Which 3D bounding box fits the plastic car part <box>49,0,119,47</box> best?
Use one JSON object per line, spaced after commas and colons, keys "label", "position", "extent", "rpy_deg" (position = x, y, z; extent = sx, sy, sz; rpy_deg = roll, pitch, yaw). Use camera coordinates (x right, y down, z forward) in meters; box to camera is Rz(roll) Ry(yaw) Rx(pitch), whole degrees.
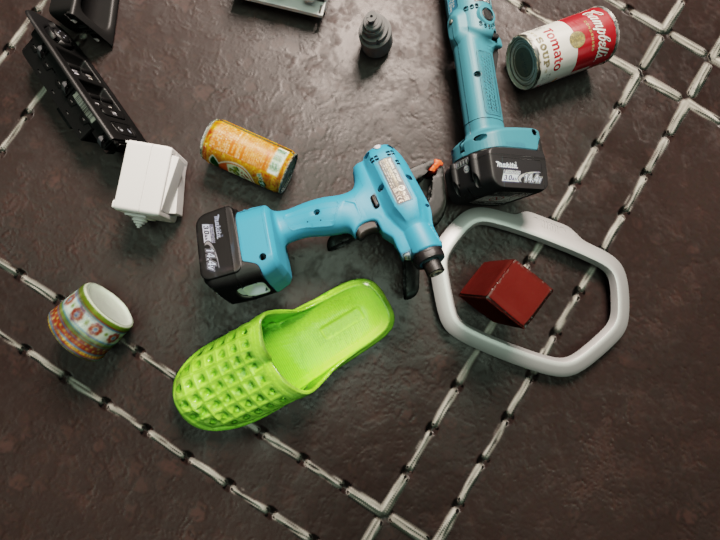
{"label": "plastic car part", "position": [-0.350, -0.349, 0.529], "extent": [0.072, 0.064, 0.117], "rpy_deg": [0, 82, 11]}

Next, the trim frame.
{"label": "trim frame", "position": [0.203, 0.021, 0.512], "extent": [0.250, 0.027, 0.184], "rpy_deg": [20, 86, 3]}

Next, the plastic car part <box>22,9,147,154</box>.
{"label": "plastic car part", "position": [-0.344, -0.219, 0.516], "extent": [0.068, 0.065, 0.204], "rpy_deg": [-33, 87, 21]}

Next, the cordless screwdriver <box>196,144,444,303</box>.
{"label": "cordless screwdriver", "position": [-0.045, -0.029, 0.459], "extent": [0.249, 0.071, 0.165], "rpy_deg": [-21, 63, 1]}

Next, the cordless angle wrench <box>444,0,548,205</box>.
{"label": "cordless angle wrench", "position": [0.137, -0.292, 0.514], "extent": [0.094, 0.076, 0.427], "rpy_deg": [-1, 80, -25]}
